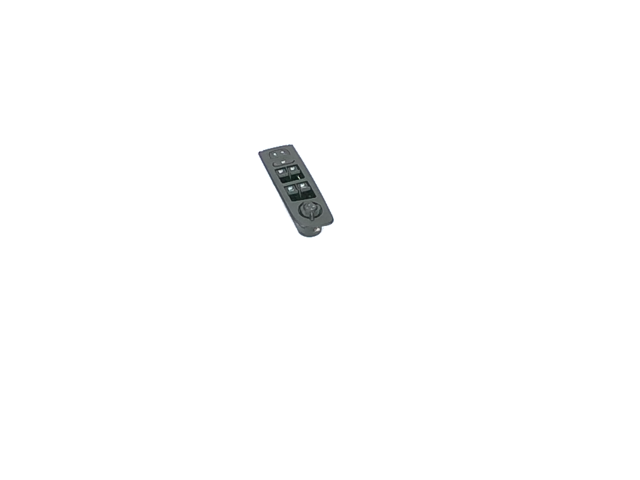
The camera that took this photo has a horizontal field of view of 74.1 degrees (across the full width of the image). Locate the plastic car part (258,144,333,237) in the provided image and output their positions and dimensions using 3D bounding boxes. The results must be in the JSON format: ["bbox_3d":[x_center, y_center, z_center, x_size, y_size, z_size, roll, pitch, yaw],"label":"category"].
[{"bbox_3d":[-0.044,-0.079,0.714,0.066,0.067,0.203,-12,48,-23],"label":"plastic car part"}]
